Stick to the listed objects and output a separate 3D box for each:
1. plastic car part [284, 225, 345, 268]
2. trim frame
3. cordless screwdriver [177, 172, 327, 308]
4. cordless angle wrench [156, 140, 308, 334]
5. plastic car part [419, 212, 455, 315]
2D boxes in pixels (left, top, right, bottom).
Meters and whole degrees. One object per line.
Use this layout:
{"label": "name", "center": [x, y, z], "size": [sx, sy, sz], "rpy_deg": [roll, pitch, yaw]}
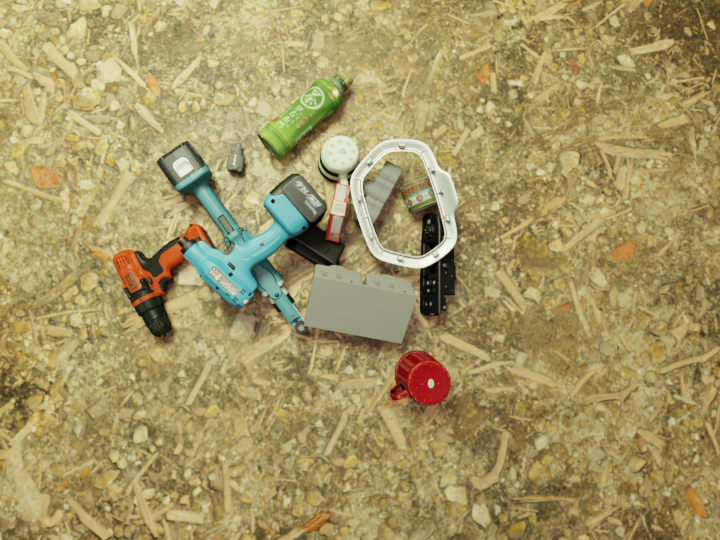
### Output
{"label": "plastic car part", "center": [-0.081, -0.053, 0.832], "size": [0.116, 0.066, 0.071], "rpy_deg": [29, 69, -3]}
{"label": "trim frame", "center": [0.084, -0.125, 0.792], "size": [0.186, 0.027, 0.249], "rpy_deg": [-16, 88, 6]}
{"label": "cordless screwdriver", "center": [-0.188, -0.072, 0.746], "size": [0.157, 0.075, 0.248], "rpy_deg": [44, 85, -6]}
{"label": "cordless angle wrench", "center": [-0.232, -0.052, 0.815], "size": [0.074, 0.098, 0.423], "rpy_deg": [-36, 90, -7]}
{"label": "plastic car part", "center": [0.155, -0.015, 0.830], "size": [0.066, 0.067, 0.204], "rpy_deg": [-1, 84, -14]}
